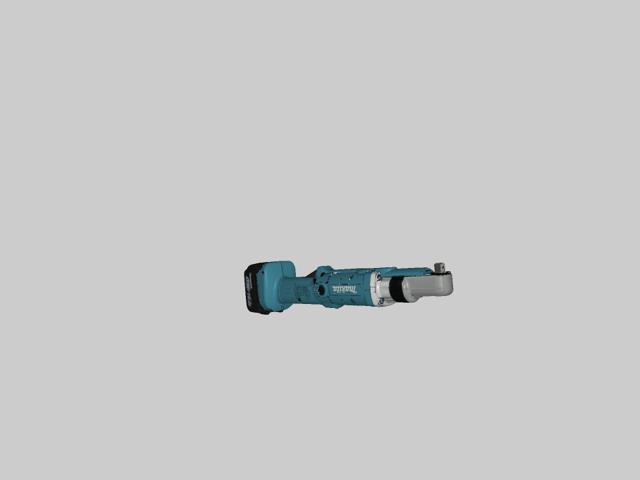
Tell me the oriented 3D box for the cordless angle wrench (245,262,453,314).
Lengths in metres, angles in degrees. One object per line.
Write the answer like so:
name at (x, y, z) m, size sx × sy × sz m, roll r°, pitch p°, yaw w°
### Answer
cordless angle wrench at (0.020, 0.074, 0.669) m, size 0.074 × 0.098 × 0.424 m, roll -3°, pitch -3°, yaw -41°
